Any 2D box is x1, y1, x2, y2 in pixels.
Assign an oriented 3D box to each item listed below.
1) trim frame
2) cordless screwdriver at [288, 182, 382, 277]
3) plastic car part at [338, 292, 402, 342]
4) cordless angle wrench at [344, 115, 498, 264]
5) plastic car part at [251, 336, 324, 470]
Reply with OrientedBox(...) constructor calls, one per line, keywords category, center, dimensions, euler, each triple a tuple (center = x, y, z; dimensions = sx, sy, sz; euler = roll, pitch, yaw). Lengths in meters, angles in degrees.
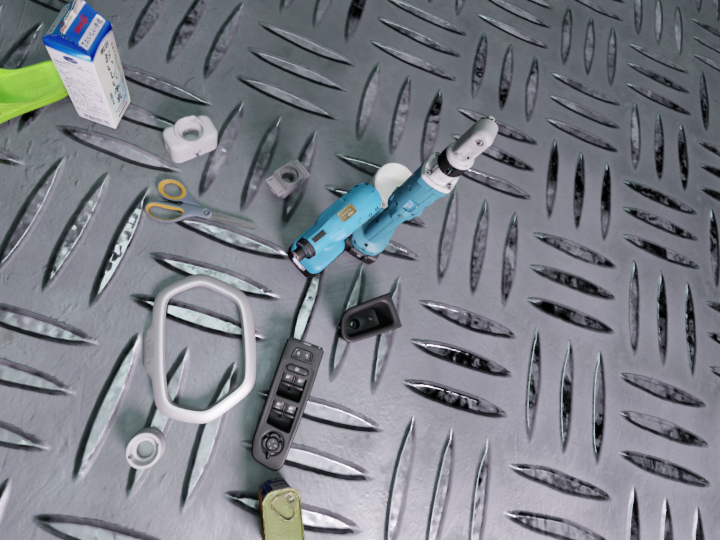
OrientedBox(category="trim frame", center=(-0.271, 0.126, 0.719), dimensions=(0.180, 0.028, 0.253), euler=(-4, 74, -16))
OrientedBox(category="cordless screwdriver", center=(-0.069, -0.045, 0.707), dimensions=(0.157, 0.251, 0.074), euler=(-42, 93, -23))
OrientedBox(category="plastic car part", center=(0.004, 0.094, 0.779), dimensions=(0.114, 0.071, 0.067), euler=(-17, 81, -20))
OrientedBox(category="cordless angle wrench", center=(0.074, -0.110, 0.671), dimensions=(0.073, 0.427, 0.098), euler=(33, 68, -9))
OrientedBox(category="plastic car part", center=(-0.127, 0.219, 0.706), dimensions=(0.065, 0.068, 0.205), euler=(21, 69, -11))
